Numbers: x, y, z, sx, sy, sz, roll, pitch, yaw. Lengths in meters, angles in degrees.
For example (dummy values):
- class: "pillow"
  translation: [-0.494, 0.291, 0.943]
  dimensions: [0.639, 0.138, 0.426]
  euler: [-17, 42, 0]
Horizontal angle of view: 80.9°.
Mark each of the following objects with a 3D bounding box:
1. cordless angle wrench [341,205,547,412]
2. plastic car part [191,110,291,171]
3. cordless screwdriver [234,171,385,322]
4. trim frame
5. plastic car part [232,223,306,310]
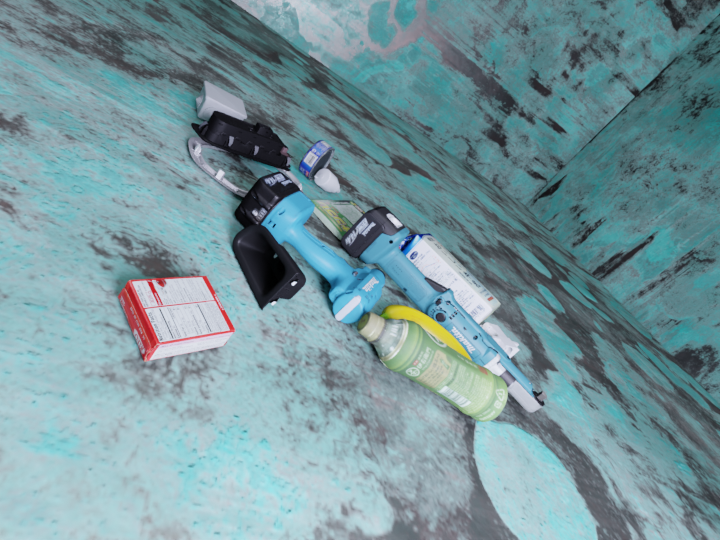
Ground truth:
- class: "cordless angle wrench"
  translation: [0.142, 0.069, 0.724]
  dimensions: [0.431, 0.099, 0.072]
  euler: [48, 26, 10]
- class: "plastic car part"
  translation: [-0.200, -0.234, 0.757]
  dimensions: [0.193, 0.068, 0.069]
  euler: [2, 51, -47]
- class: "cordless screwdriver"
  translation: [-0.063, -0.042, 0.649]
  dimensions: [0.252, 0.075, 0.156]
  euler: [45, 25, 6]
- class: "trim frame"
  translation: [-0.196, -0.184, 0.767]
  dimensions: [0.237, 0.027, 0.192]
  euler: [-4, 47, -52]
- class: "plastic car part"
  translation: [-0.112, -0.007, 0.552]
  dimensions: [0.067, 0.066, 0.123]
  euler: [31, 18, -53]
